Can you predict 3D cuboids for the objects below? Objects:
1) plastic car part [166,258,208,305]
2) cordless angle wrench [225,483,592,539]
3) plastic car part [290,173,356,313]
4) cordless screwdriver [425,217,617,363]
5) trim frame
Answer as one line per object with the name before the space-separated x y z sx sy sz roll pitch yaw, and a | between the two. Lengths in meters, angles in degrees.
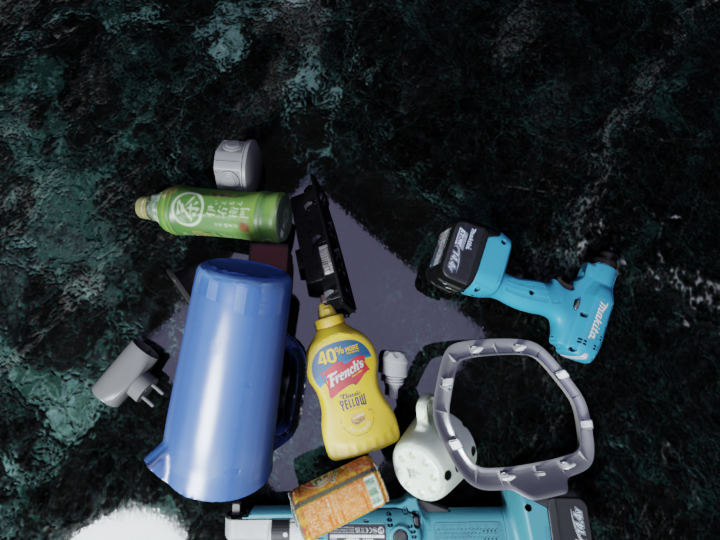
plastic car part | -0.209 0.027 0.583 0.069 0.066 0.119 -30 77 -24
cordless angle wrench | 0.046 0.310 0.513 0.424 0.073 0.099 -2 78 1
plastic car part | -0.057 -0.037 0.583 0.068 0.063 0.209 -20 63 18
cordless screwdriver | 0.229 0.002 0.585 0.249 0.074 0.159 26 78 1
trim frame | 0.195 0.174 0.523 0.239 0.028 0.190 4 61 -24
